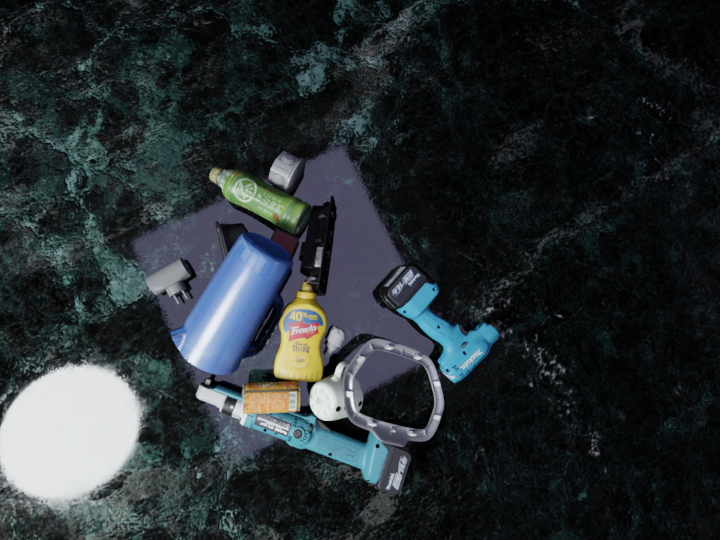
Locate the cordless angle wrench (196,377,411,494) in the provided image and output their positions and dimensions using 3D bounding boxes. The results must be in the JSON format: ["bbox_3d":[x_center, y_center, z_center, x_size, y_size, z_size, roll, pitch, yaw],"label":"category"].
[{"bbox_3d":[-0.118,0.307,0.818,0.424,0.074,0.098,20,83,1],"label":"cordless angle wrench"}]

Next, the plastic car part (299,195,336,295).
[{"bbox_3d":[-0.084,-0.055,0.855,0.069,0.063,0.206,3,68,19],"label":"plastic car part"}]

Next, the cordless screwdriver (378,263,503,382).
[{"bbox_3d":[0.167,0.086,0.862,0.158,0.075,0.248,-42,92,-8],"label":"cordless screwdriver"}]

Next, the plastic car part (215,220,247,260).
[{"bbox_3d":[-0.249,-0.051,0.860,0.069,0.067,0.118,-10,81,-23],"label":"plastic car part"}]

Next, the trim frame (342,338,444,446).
[{"bbox_3d":[0.071,0.236,0.816,0.238,0.028,0.186,24,66,-25],"label":"trim frame"}]
